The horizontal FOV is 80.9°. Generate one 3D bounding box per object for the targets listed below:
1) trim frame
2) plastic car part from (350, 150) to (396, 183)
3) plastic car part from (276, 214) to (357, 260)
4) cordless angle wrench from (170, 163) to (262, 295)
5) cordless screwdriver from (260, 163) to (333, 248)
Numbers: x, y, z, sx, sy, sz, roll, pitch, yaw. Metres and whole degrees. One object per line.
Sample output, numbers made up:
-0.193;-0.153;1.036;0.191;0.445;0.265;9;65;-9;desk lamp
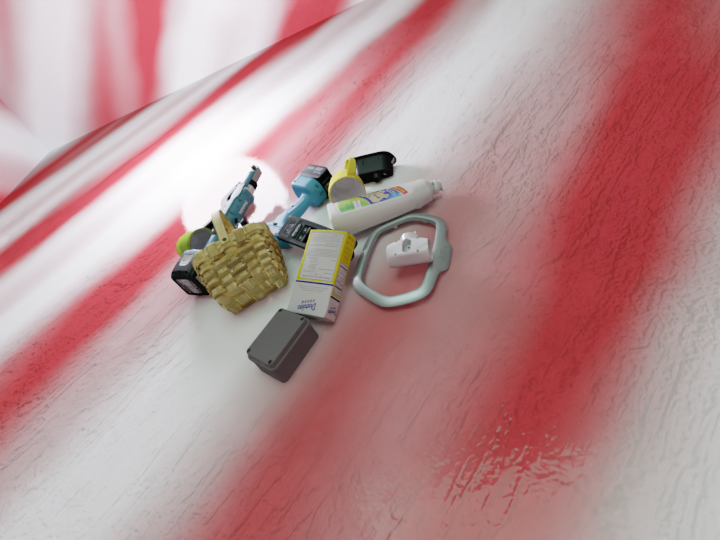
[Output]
0.082;-0.027;0.830;0.192;0.026;0.251;-3;45;28;trim frame
0.033;-0.254;1.072;0.120;0.062;0.073;-8;59;19;plastic car part
-0.091;-0.059;0.929;0.214;0.063;0.066;20;64;38;plastic car part
-0.347;-0.128;1.109;0.077;0.093;0.428;-4;49;26;cordless angle wrench
-0.180;-0.165;1.088;0.168;0.070;0.248;15;61;40;cordless screwdriver
